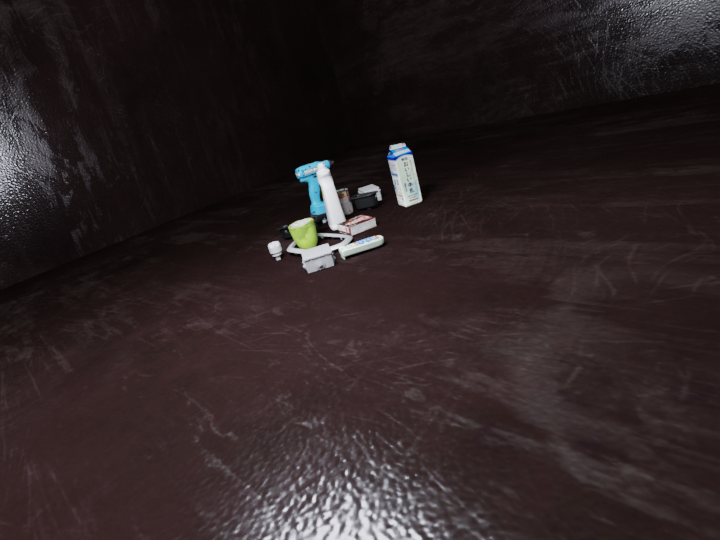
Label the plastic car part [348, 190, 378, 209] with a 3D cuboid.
[{"bbox_3d":[0.022,-0.281,1.728,0.122,0.069,0.065,-2,24,33],"label":"plastic car part"}]

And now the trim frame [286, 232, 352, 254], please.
[{"bbox_3d":[-0.141,-0.093,1.447,0.261,0.027,0.180,5,30,42],"label":"trim frame"}]

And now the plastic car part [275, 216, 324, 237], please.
[{"bbox_3d":[-0.230,-0.160,1.620,0.211,0.065,0.065,-3,23,30],"label":"plastic car part"}]

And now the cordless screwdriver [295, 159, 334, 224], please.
[{"bbox_3d":[-0.154,-0.315,1.700,0.157,0.242,0.077,-21,19,-15],"label":"cordless screwdriver"}]
